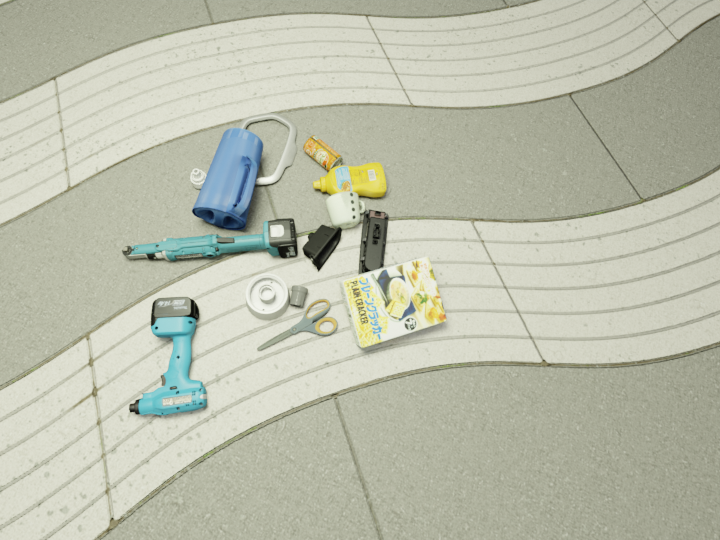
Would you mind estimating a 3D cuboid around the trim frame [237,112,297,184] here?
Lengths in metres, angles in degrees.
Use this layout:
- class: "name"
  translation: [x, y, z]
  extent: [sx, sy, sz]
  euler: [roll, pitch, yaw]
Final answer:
- class: "trim frame"
  translation: [-0.273, -0.345, 1.187]
  extent: [0.185, 0.027, 0.252]
  euler: [13, 66, 3]

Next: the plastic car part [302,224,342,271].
- class: "plastic car part"
  translation: [-0.104, -0.068, 1.068]
  extent: [0.074, 0.063, 0.116]
  euler: [24, 65, 19]

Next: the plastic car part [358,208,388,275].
- class: "plastic car part"
  translation: [0.037, -0.069, 1.073]
  extent: [0.065, 0.067, 0.206]
  euler: [11, 70, -9]

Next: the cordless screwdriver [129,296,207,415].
- class: "cordless screwdriver"
  translation: [-0.430, 0.188, 0.937]
  extent: [0.158, 0.073, 0.254]
  euler: [-8, 72, -7]

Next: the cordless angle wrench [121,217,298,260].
- class: "cordless angle wrench"
  translation: [-0.368, -0.062, 1.039]
  extent: [0.422, 0.096, 0.076]
  euler: [-5, 70, -1]
